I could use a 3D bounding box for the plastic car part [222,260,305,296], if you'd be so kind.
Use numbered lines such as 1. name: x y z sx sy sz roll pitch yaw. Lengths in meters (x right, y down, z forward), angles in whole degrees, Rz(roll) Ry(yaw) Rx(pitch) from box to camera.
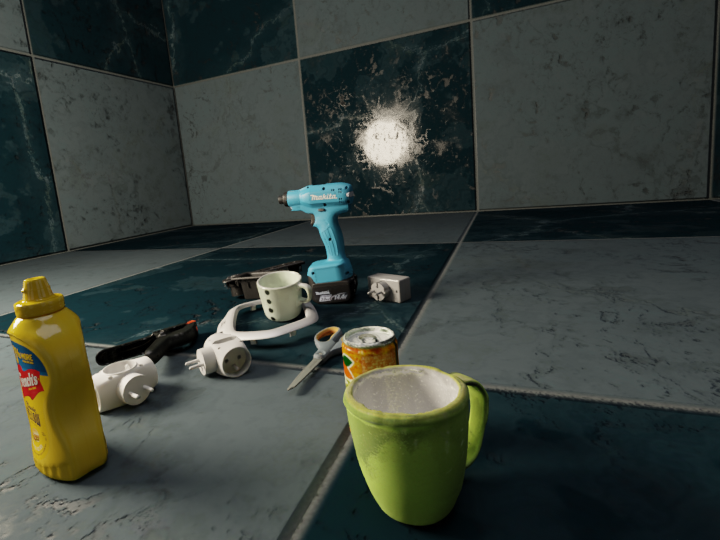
1. plastic car part: -0.234 0.021 1.023 0.197 0.066 0.069 -11 12 -24

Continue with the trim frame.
1. trim frame: -0.174 0.088 0.788 0.181 0.027 0.256 -8 13 -12

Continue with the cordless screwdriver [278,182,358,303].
1. cordless screwdriver: -0.088 -0.058 0.899 0.163 0.246 0.073 -2 9 14

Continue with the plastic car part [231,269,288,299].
1. plastic car part: -0.215 0.037 0.931 0.120 0.070 0.064 -1 11 21
